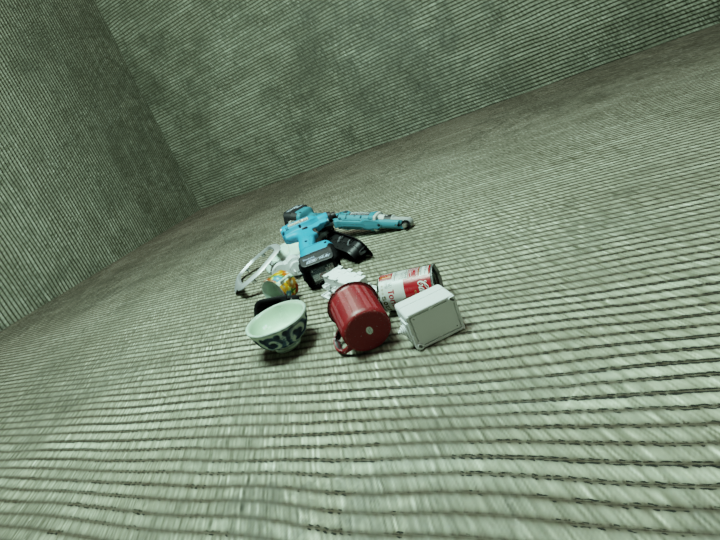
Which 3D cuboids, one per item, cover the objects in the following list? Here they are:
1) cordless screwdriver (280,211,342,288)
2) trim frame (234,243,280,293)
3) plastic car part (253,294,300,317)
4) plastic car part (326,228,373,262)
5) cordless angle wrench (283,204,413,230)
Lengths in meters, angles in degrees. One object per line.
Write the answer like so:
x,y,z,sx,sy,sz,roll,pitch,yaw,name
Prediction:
-0.105,-0.069,1.079,0.158,0.071,0.261,-25,38,-6,cordless screwdriver
-0.300,-0.008,1.219,0.183,0.027,0.257,-45,21,-8,trim frame
-0.174,0.081,0.926,0.121,0.065,0.068,-9,8,40,plastic car part
-0.041,-0.062,1.111,0.066,0.064,0.212,-40,25,-18,plastic car part
-0.042,-0.148,1.254,0.444,0.072,0.096,6,29,34,cordless angle wrench
